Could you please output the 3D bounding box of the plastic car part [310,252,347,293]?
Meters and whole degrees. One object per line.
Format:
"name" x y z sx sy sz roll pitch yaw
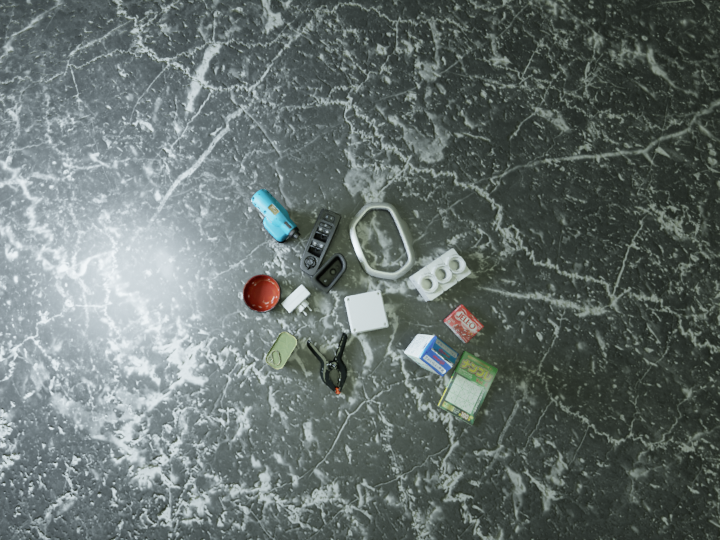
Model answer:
"plastic car part" -0.087 0.007 1.257 0.067 0.070 0.116 41 82 4

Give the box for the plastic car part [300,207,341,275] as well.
"plastic car part" -0.125 -0.082 1.276 0.067 0.066 0.203 22 80 1

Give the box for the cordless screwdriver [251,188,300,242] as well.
"cordless screwdriver" -0.223 -0.130 1.194 0.074 0.247 0.161 -43 86 -9

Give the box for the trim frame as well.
"trim frame" 0.069 -0.092 1.296 0.183 0.027 0.252 -21 80 -4
